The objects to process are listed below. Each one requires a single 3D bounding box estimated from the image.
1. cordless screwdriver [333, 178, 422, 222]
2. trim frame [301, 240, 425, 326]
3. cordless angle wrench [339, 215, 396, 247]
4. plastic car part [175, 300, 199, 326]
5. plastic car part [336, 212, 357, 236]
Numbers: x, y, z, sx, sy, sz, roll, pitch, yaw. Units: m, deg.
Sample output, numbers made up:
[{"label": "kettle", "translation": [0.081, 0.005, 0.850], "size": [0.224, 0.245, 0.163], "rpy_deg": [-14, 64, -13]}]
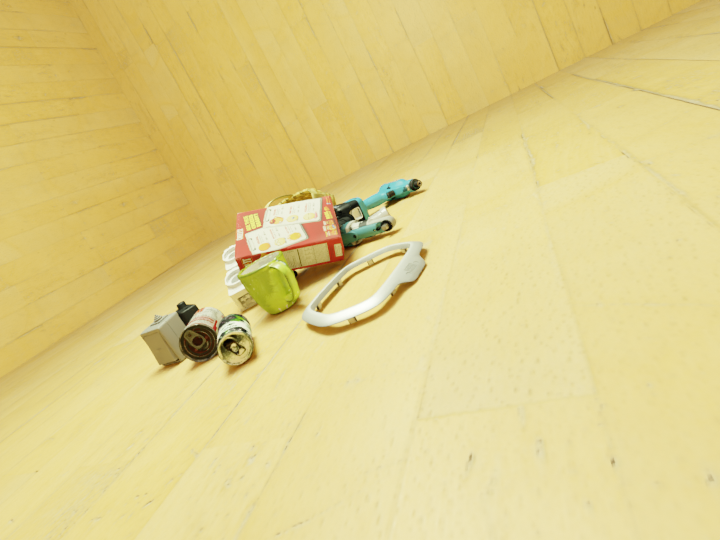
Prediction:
[{"label": "cordless screwdriver", "translation": [0.038, -0.182, 1.135], "size": [0.244, 0.073, 0.165], "rpy_deg": [-32, 15, -26]}, {"label": "trim frame", "translation": [0.009, 0.017, 0.654], "size": [0.190, 0.027, 0.245], "rpy_deg": [-18, 17, 35]}, {"label": "cordless angle wrench", "translation": [-0.099, -0.065, 1.010], "size": [0.439, 0.072, 0.097], "rpy_deg": [-13, 22, 38]}, {"label": "plastic car part", "translation": [-0.399, 0.105, 0.981], "size": [0.065, 0.069, 0.122], "rpy_deg": [-34, 19, -31]}, {"label": "plastic car part", "translation": [-0.084, -0.102, 1.079], "size": [0.065, 0.065, 0.212], "rpy_deg": [-25, 11, -41]}]
